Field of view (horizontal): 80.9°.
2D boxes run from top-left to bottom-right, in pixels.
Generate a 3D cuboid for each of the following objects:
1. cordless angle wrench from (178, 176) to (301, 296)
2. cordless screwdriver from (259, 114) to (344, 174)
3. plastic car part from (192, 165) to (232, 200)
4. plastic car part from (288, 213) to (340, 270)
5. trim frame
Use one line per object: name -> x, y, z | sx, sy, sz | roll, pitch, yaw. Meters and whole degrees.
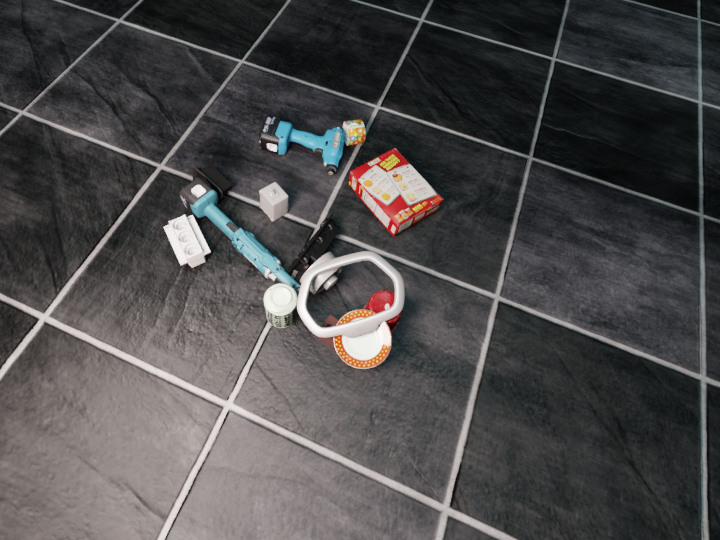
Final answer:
cordless angle wrench -> -0.299, -0.075, 1.090 | 0.434, 0.096, 0.073 | 42, 67, 13
cordless screwdriver -> -0.175, -0.368, 1.250 | 0.248, 0.073, 0.162 | 10, 63, -2
plastic car part -> -0.408, -0.250, 1.190 | 0.119, 0.065, 0.070 | 36, 52, 10
plastic car part -> -0.106, -0.070, 1.088 | 0.067, 0.066, 0.204 | 31, 52, -5
trim frame -> -0.023, 0.056, 0.957 | 0.247, 0.027, 0.189 | -17, 73, -4
